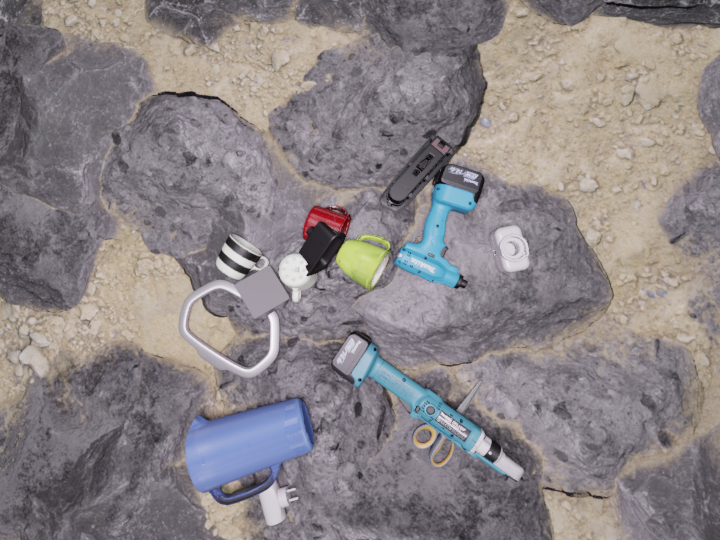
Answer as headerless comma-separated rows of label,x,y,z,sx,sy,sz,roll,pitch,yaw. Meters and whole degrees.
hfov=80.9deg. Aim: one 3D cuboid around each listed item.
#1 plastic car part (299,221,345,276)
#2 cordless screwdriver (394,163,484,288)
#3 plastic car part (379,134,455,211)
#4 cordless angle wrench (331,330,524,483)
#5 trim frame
plastic car part,-0.084,-0.055,0.864,0.073,0.064,0.116,43,125,17
cordless screwdriver,0.193,-0.092,0.907,0.160,0.074,0.248,24,90,3
plastic car part,0.126,-0.214,0.934,0.066,0.067,0.203,42,92,-2
cordless angle wrench,0.137,0.278,0.859,0.432,0.073,0.098,34,88,10
trim frame,-0.295,0.131,0.953,0.252,0.027,0.184,29,86,6
